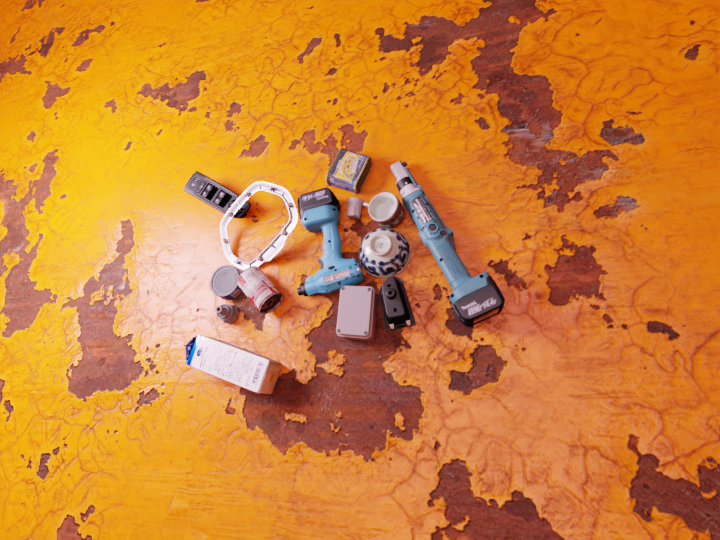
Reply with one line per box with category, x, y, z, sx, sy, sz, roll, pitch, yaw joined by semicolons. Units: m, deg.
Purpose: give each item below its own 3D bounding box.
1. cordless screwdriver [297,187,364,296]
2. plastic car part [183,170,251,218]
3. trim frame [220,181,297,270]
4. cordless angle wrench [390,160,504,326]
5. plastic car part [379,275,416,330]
cordless screwdriver;-0.099;-0.065;1.015;0.161;0.071;0.256;-20;70;9
plastic car part;-0.384;-0.194;1.154;0.211;0.064;0.066;28;73;20
trim frame;-0.263;-0.110;1.064;0.250;0.027;0.189;-43;76;17
cordless angle wrench;0.165;-0.085;0.941;0.098;0.071;0.440;-27;62;5
plastic car part;0.071;0.064;0.913;0.067;0.068;0.120;-15;70;9
